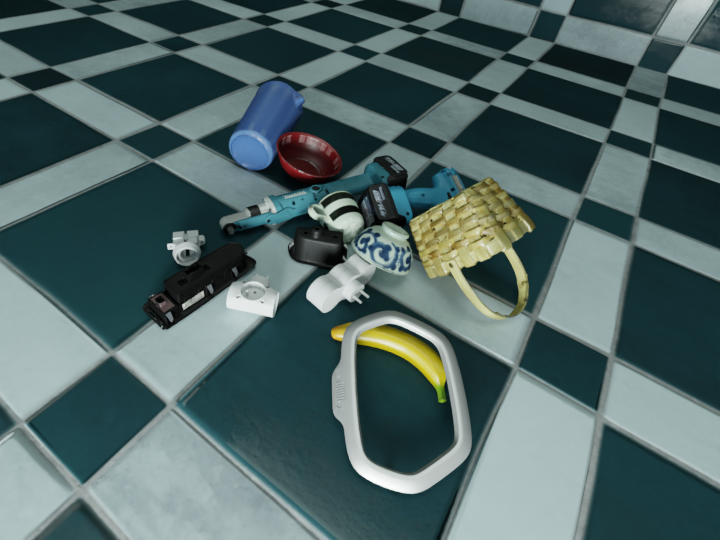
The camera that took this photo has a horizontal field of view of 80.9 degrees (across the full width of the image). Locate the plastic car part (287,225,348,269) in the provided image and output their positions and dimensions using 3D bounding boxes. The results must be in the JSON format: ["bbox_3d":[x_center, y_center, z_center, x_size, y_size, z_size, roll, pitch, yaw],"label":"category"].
[{"bbox_3d":[-0.078,-0.051,0.794,0.116,0.069,0.067,11,42,-3],"label":"plastic car part"}]

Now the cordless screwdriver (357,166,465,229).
[{"bbox_3d":[0.128,-0.124,0.888,0.242,0.074,0.163,-15,74,-22],"label":"cordless screwdriver"}]

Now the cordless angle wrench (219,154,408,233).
[{"bbox_3d":[-0.094,-0.153,0.900,0.412,0.072,0.103,-20,52,-23],"label":"cordless angle wrench"}]

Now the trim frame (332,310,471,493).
[{"bbox_3d":[0.053,0.168,0.590,0.183,0.027,0.256,-2,56,-3],"label":"trim frame"}]

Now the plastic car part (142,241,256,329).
[{"bbox_3d":[-0.266,0.010,0.715,0.070,0.065,0.199,28,44,27],"label":"plastic car part"}]
